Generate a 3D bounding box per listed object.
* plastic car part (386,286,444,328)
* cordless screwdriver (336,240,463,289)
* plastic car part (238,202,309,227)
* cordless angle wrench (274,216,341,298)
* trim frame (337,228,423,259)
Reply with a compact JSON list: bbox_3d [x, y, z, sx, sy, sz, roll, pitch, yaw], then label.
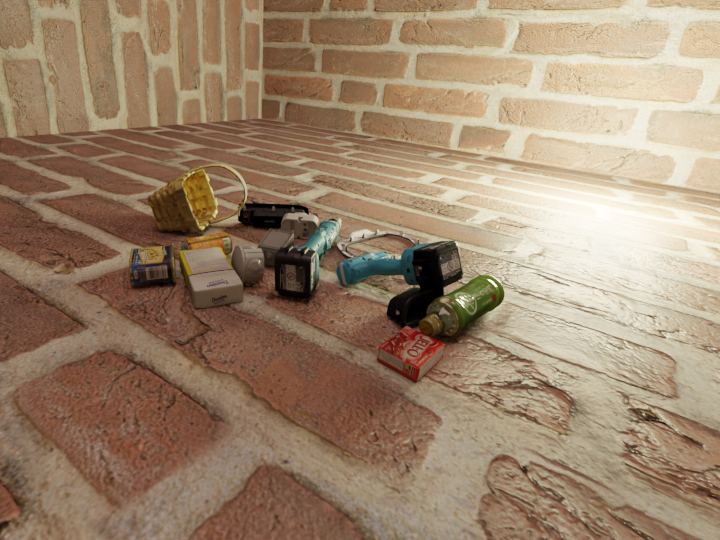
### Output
[{"bbox_3d":[0.096,0.063,0.798,0.112,0.065,0.075,-16,17,-33],"label":"plastic car part"},{"bbox_3d":[0.087,-0.015,0.861,0.260,0.073,0.153,-2,13,45],"label":"cordless screwdriver"},{"bbox_3d":[-0.239,-0.151,1.185,0.198,0.065,0.070,-3,35,-16],"label":"plastic car part"},{"bbox_3d":[-0.097,-0.064,0.996,0.076,0.096,0.423,6,22,7],"label":"cordless angle wrench"},{"bbox_3d":[0.056,-0.067,1.096,0.240,0.027,0.195,-19,33,-36],"label":"trim frame"}]
